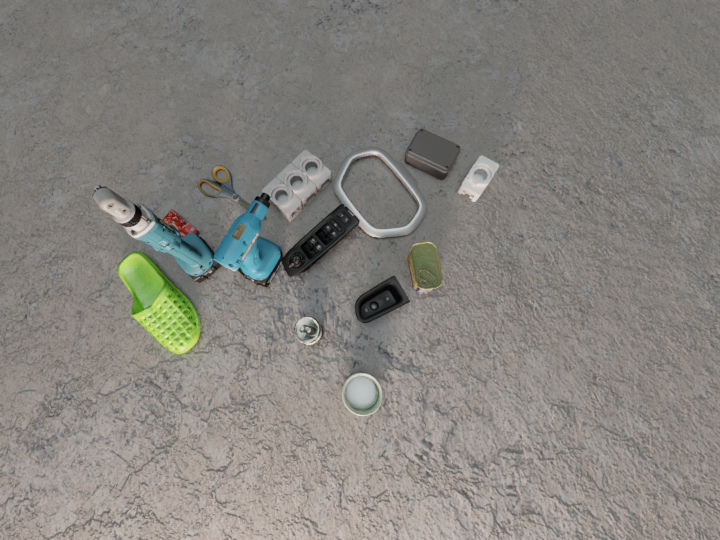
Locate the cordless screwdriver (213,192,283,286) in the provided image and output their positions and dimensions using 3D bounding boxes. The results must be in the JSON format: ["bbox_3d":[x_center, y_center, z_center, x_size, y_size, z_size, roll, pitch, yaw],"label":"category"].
[{"bbox_3d":[-0.217,-0.057,0.893,0.076,0.244,0.159,27,79,6],"label":"cordless screwdriver"}]

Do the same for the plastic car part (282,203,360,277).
[{"bbox_3d":[-0.095,-0.062,0.976,0.202,0.066,0.068,-41,78,-6],"label":"plastic car part"}]

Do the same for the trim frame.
[{"bbox_3d":[0.047,-0.189,1.017,0.183,0.027,0.255,-36,75,-5],"label":"trim frame"}]

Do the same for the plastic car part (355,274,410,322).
[{"bbox_3d":[0.038,0.071,0.926,0.116,0.069,0.068,-29,77,-4],"label":"plastic car part"}]

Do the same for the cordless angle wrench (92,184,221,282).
[{"bbox_3d":[-0.380,-0.064,0.821,0.074,0.415,0.100,-39,81,-8],"label":"cordless angle wrench"}]
